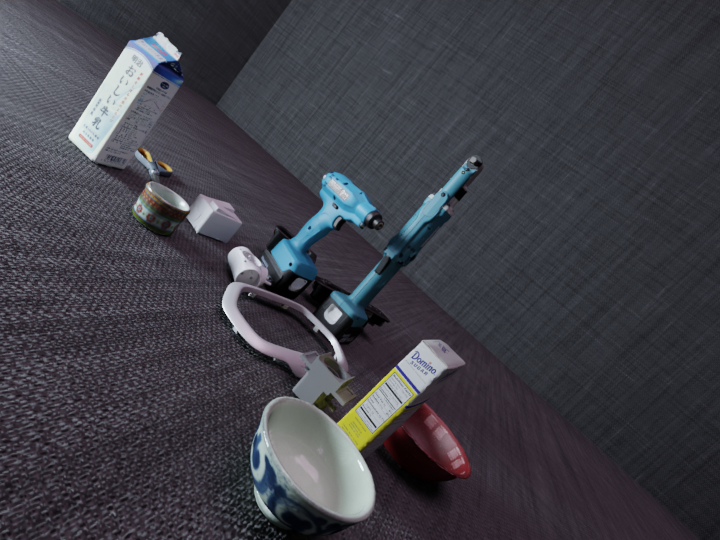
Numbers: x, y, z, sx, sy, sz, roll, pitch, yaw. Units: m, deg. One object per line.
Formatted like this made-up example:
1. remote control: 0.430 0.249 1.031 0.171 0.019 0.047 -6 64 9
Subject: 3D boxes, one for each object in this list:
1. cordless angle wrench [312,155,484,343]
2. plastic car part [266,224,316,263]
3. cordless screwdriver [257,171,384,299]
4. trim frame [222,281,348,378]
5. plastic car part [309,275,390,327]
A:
1. cordless angle wrench: 0.077 -0.039 0.785 0.078 0.424 0.093 46 11 25
2. plastic car part: -0.162 -0.041 0.949 0.115 0.071 0.067 39 10 -8
3. cordless screwdriver: -0.076 -0.050 0.780 0.070 0.249 0.168 28 16 -51
4. trim frame: -0.113 0.093 0.655 0.234 0.027 0.195 30 14 -46
5. plastic car part: -0.034 0.074 0.925 0.194 0.067 0.069 35 11 -25
